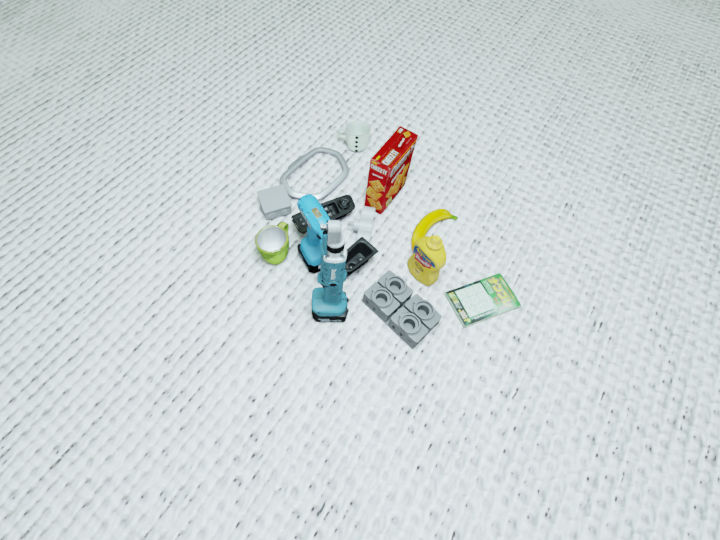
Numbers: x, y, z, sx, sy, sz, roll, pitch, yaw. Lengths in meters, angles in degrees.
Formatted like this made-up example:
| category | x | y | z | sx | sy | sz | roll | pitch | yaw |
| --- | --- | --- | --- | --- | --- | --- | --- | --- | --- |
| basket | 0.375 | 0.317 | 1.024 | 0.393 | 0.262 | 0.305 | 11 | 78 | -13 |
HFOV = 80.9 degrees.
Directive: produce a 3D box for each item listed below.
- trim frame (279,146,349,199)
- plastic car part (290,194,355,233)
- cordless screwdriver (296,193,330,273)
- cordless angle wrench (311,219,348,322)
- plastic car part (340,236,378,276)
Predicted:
| category | x | y | z | sx | sy | sz | roll | pitch | yaw |
| --- | --- | --- | --- | --- | --- | --- | --- | --- | --- |
| trim frame | -0.149 | -0.318 | 1.382 | 0.191 | 0.027 | 0.247 | 34 | 65 | 18 |
| plastic car part | -0.106 | -0.163 | 1.269 | 0.200 | 0.065 | 0.069 | -28 | 66 | -16 |
| cordless screwdriver | -0.109 | -0.071 | 1.113 | 0.073 | 0.243 | 0.166 | -24 | 65 | -17 |
| cordless angle wrench | -0.065 | 0.010 | 0.968 | 0.097 | 0.413 | 0.076 | 2 | 61 | -5 |
| plastic car part | -0.016 | -0.028 | 1.188 | 0.115 | 0.069 | 0.068 | -40 | 70 | -21 |
